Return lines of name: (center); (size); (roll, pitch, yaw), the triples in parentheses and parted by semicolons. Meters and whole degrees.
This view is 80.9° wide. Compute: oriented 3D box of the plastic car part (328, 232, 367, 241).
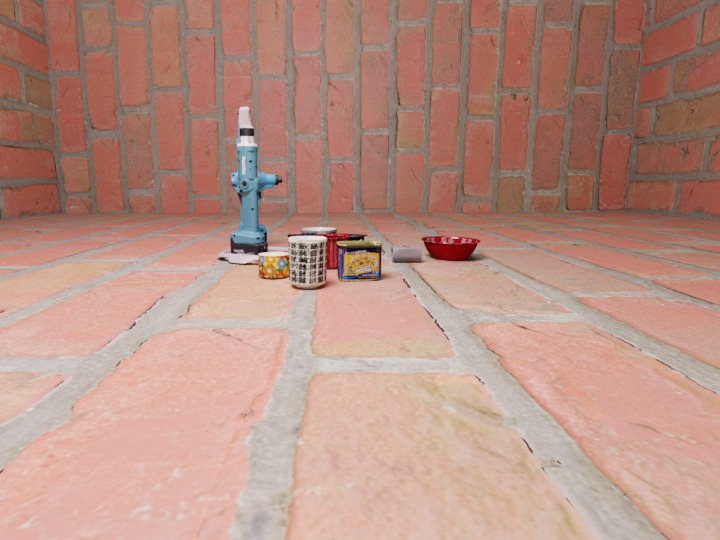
plastic car part: (-0.036, -0.071, 1.212); (0.063, 0.070, 0.123); (-9, 14, -44)

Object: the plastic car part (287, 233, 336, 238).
plastic car part: (-0.124, -0.081, 1.271); (0.070, 0.066, 0.194); (10, 15, 43)

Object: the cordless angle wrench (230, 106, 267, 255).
cordless angle wrench: (-0.319, -0.245, 1.197); (0.100, 0.419, 0.073); (3, 9, 13)

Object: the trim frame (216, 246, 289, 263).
trim frame: (-0.289, -0.045, 1.199); (0.259, 0.027, 0.178); (6, 13, 27)

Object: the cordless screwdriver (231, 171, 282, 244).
cordless screwdriver: (-0.325, -0.186, 1.337); (0.156, 0.246, 0.077); (-2, 9, -14)
